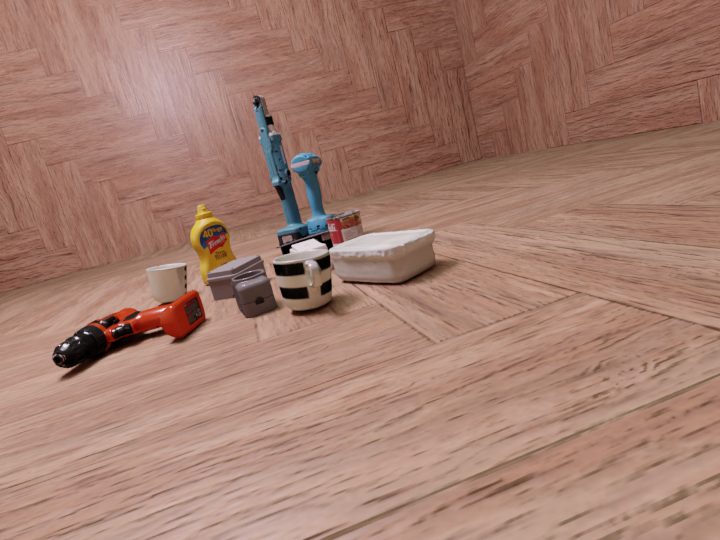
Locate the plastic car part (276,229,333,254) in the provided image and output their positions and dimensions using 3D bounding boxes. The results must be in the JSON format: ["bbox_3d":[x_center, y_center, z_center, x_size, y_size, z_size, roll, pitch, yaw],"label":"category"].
[{"bbox_3d":[-0.097,-0.064,0.994,0.208,0.066,0.066,-11,12,16],"label":"plastic car part"}]

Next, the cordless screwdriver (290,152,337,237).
[{"bbox_3d":[-0.106,-0.180,1.091,0.076,0.245,0.158,-12,10,14],"label":"cordless screwdriver"}]

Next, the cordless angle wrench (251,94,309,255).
[{"bbox_3d":[-0.212,-0.250,1.117,0.077,0.417,0.096,-10,10,26],"label":"cordless angle wrench"}]
